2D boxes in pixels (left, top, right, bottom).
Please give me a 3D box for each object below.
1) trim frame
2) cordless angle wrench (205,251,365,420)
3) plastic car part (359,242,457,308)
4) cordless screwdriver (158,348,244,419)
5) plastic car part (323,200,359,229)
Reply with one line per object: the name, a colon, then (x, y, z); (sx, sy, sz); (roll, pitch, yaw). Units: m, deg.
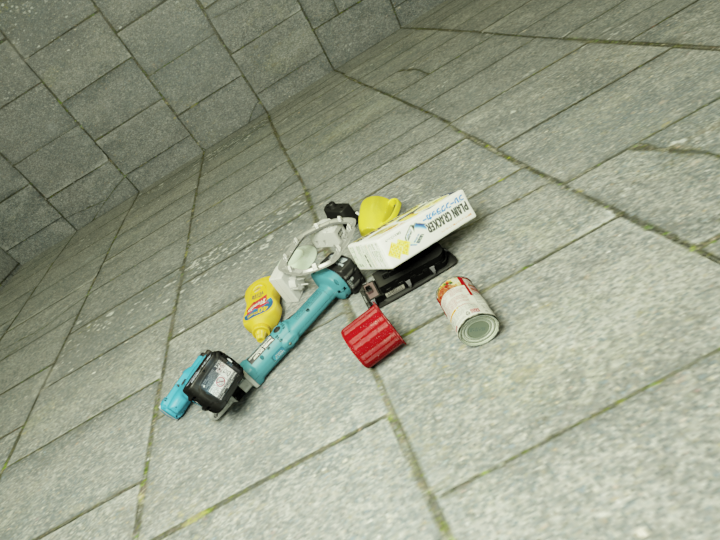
trim frame: (-0.097, -0.063, 0.992); (0.190, 0.026, 0.250); (-10, 30, 24)
cordless angle wrench: (-0.159, 0.138, 0.884); (0.420, 0.071, 0.103); (-48, 35, -17)
plastic car part: (0.091, 0.001, 0.851); (0.203, 0.064, 0.069); (-26, 40, 2)
cordless screwdriver: (-0.315, 0.213, 0.857); (0.255, 0.072, 0.160); (-28, 27, 48)
plastic car part: (-0.061, -0.158, 1.166); (0.123, 0.067, 0.065); (13, 52, 44)
